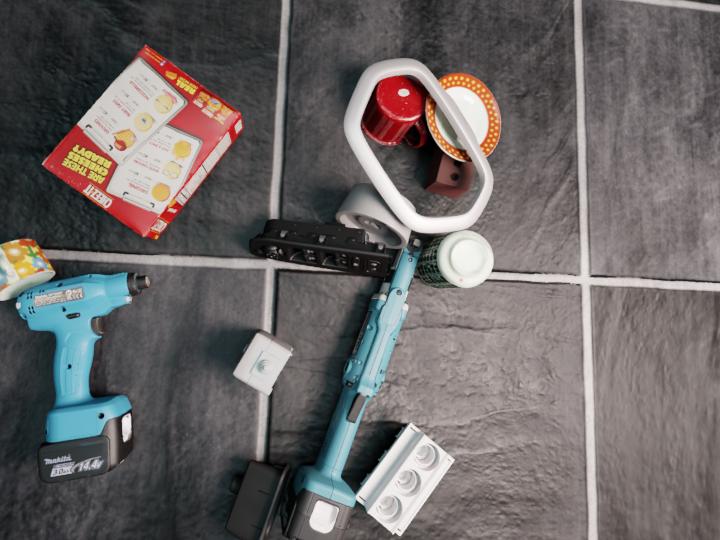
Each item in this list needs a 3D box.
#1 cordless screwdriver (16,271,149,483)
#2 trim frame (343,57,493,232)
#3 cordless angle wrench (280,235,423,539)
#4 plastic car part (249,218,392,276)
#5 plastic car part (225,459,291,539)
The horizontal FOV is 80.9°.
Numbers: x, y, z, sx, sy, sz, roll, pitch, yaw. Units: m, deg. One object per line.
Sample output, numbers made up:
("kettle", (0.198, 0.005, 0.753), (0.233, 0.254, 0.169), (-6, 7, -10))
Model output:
("cordless screwdriver", (-0.344, 0.127, 0.555), (0.157, 0.074, 0.252), (-12, 82, -8))
("trim frame", (0.082, -0.163, 0.558), (0.182, 0.028, 0.246), (-38, 96, -18))
("cordless angle wrench", (0.005, 0.145, 0.587), (0.074, 0.098, 0.425), (23, 78, -7))
("plastic car part", (-0.058, -0.038, 0.593), (0.205, 0.064, 0.068), (4, 71, 6))
("plastic car part", (-0.142, 0.306, 0.566), (0.072, 0.064, 0.117), (14, 79, 7))
